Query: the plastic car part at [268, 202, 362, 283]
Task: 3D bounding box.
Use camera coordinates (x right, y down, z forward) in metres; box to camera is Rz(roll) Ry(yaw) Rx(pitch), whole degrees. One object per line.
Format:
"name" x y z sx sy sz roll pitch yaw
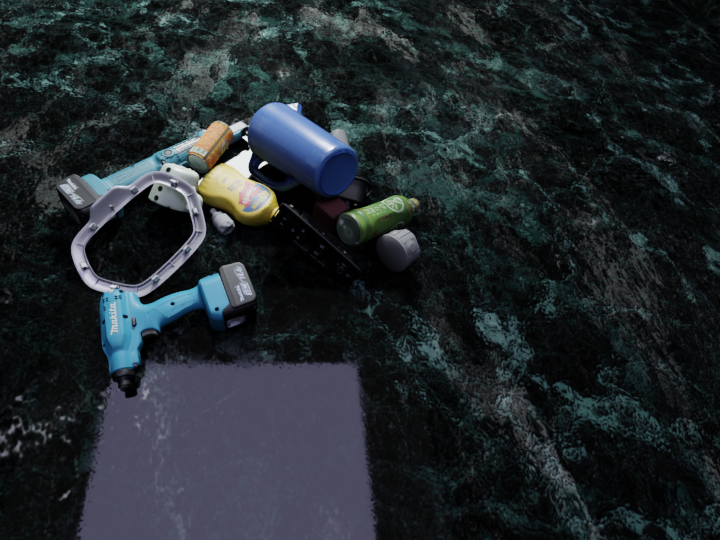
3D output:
"plastic car part" -0.081 -0.053 0.825 0.203 0.067 0.066 42 31 1

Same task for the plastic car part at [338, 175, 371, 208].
"plastic car part" -0.034 -0.170 0.933 0.115 0.066 0.072 15 70 -6

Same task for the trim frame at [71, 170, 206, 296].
"trim frame" -0.393 -0.066 0.753 0.185 0.027 0.247 44 81 2

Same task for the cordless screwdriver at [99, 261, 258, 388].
"cordless screwdriver" -0.293 0.085 0.698 0.244 0.073 0.166 -15 61 -16

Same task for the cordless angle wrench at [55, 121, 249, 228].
"cordless angle wrench" -0.402 -0.226 0.887 0.101 0.073 0.416 40 56 13
